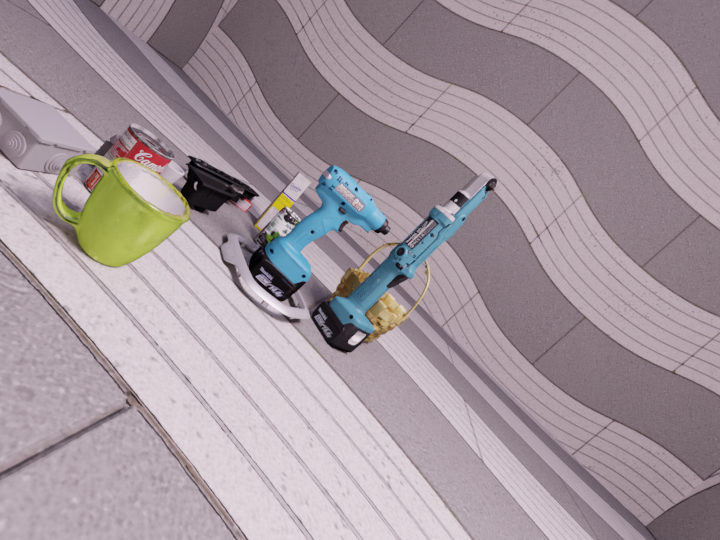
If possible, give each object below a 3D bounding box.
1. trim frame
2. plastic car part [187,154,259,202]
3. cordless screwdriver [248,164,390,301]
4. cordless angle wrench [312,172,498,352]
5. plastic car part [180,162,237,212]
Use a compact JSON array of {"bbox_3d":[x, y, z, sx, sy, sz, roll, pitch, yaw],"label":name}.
[{"bbox_3d":[-0.175,0.008,0.772,0.174,0.027,0.261,38,9,-37],"label":"trim frame"},{"bbox_3d":[-0.329,-0.205,0.983,0.070,0.067,0.192,49,9,30],"label":"plastic car part"},{"bbox_3d":[-0.074,-0.049,0.761,0.153,0.249,0.077,41,9,-20],"label":"cordless screwdriver"},{"bbox_3d":[0.086,-0.023,0.792,0.070,0.424,0.103,35,13,-49],"label":"cordless angle wrench"},{"bbox_3d":[-0.295,-0.144,0.810,0.069,0.071,0.111,48,9,23],"label":"plastic car part"}]
